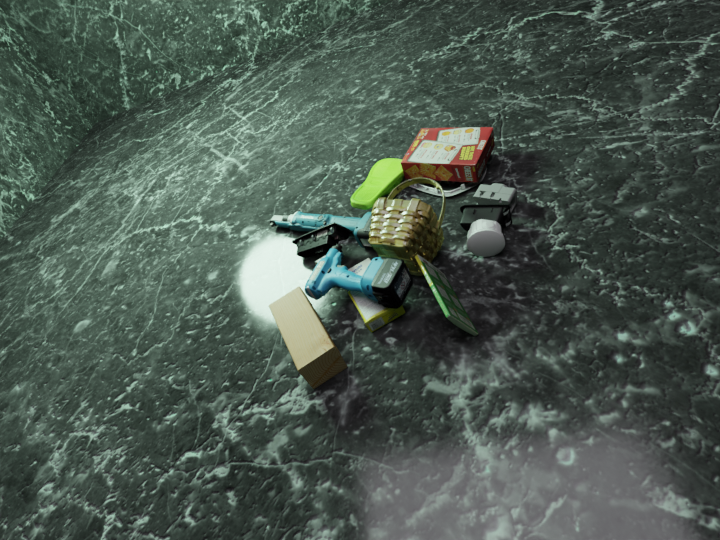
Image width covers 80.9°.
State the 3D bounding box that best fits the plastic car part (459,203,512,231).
[{"bbox_3d":[0.292,-0.116,1.011,0.122,0.063,0.071,4,52,33],"label":"plastic car part"}]

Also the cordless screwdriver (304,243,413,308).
[{"bbox_3d":[-0.003,0.002,0.985,0.261,0.070,0.159,3,51,36],"label":"cordless screwdriver"}]

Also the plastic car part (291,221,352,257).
[{"bbox_3d":[-0.113,-0.074,1.152,0.211,0.063,0.068,-9,71,47],"label":"plastic car part"}]

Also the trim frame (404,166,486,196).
[{"bbox_3d":[0.239,-0.289,1.228,0.183,0.026,0.263,-44,44,-17],"label":"trim frame"}]

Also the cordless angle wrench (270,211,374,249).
[{"bbox_3d":[-0.105,-0.135,1.230,0.445,0.070,0.098,10,57,36],"label":"cordless angle wrench"}]
